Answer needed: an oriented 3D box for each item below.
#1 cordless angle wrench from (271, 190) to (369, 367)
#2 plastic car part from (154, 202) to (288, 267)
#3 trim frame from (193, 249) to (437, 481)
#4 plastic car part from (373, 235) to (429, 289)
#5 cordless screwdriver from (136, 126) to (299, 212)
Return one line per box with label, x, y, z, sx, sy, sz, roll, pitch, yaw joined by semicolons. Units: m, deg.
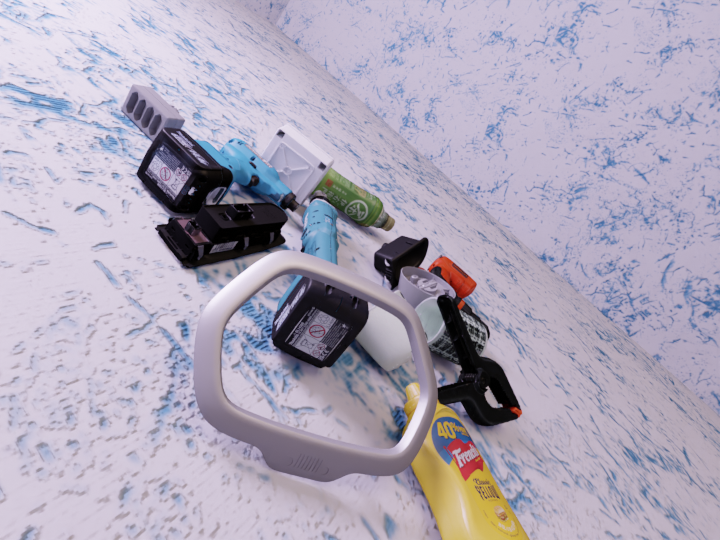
cordless angle wrench;-0.060;-0.039;0.618;0.072;0.098;0.435;29;22;-19
plastic car part;-0.158;-0.059;0.545;0.068;0.067;0.196;39;20;14
trim frame;-0.028;0.086;0.380;0.239;0.028;0.187;24;64;-23
plastic car part;0.067;-0.028;0.784;0.075;0.064;0.114;22;42;32
cordless screwdriver;-0.187;-0.131;0.617;0.160;0.075;0.246;41;19;2
